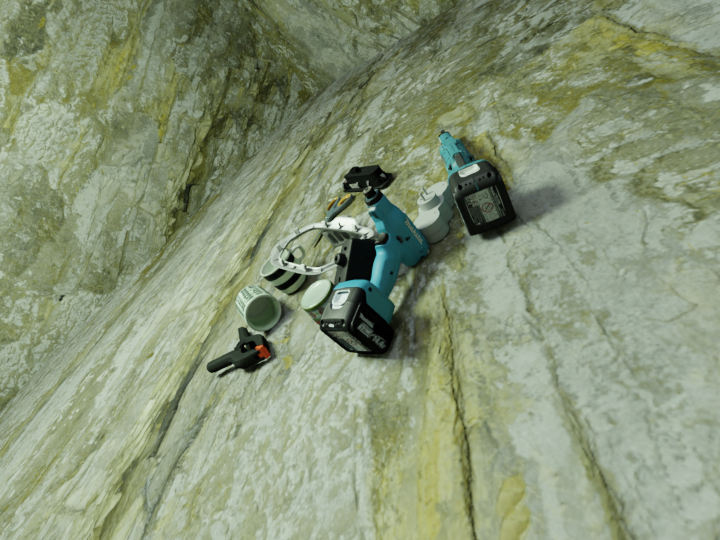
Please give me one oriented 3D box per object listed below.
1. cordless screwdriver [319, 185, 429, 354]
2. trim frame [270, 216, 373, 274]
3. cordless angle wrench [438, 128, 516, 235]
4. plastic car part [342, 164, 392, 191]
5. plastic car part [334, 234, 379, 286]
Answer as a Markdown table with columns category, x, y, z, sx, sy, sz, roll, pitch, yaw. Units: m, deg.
| category | x | y | z | sx | sy | sz | roll | pitch | yaw |
| --- | --- | --- | --- | --- | --- | --- | --- | --- | --- |
| cordless screwdriver | 0.017 | -0.005 | 0.663 | 0.077 | 0.152 | 0.249 | -13 | 39 | 46 |
| trim frame | -0.086 | -0.056 | 0.882 | 0.262 | 0.026 | 0.181 | 11 | 44 | 47 |
| cordless angle wrench | 0.193 | -0.202 | 0.813 | 0.076 | 0.094 | 0.431 | -23 | 27 | 15 |
| plastic car part | 0.011 | -0.253 | 1.140 | 0.066 | 0.064 | 0.213 | -41 | 28 | -18 |
| plastic car part | -0.013 | -0.008 | 0.741 | 0.069 | 0.068 | 0.116 | 12 | 95 | 60 |
